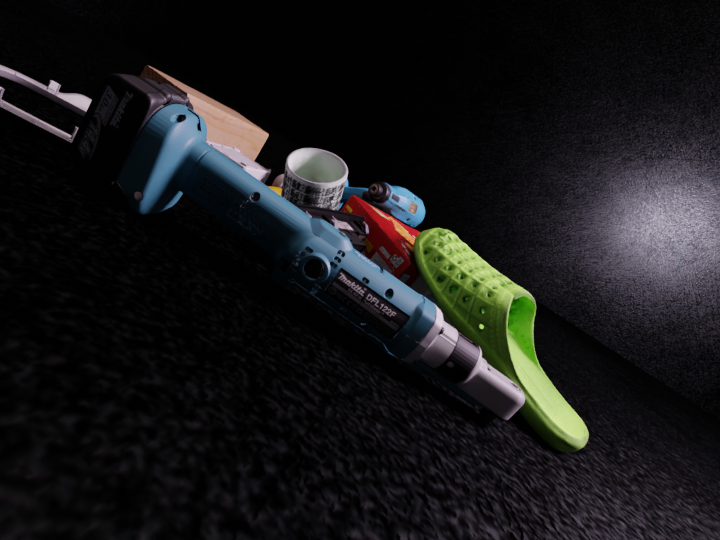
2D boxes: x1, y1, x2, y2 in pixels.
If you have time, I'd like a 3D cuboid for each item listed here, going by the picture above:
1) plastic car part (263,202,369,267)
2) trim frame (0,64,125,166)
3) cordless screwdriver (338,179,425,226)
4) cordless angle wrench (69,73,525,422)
[{"bbox_3d":[-0.047,-0.030,0.476,0.070,0.067,0.193,57,23,21],"label":"plastic car part"},{"bbox_3d":[-0.314,-0.170,0.458,0.241,0.027,0.190,26,13,-18],"label":"trim frame"},{"bbox_3d":[-0.024,-0.138,0.739,0.262,0.074,0.151,19,2,33],"label":"cordless screwdriver"},{"bbox_3d":[-0.038,-0.008,0.359,0.423,0.098,0.074,35,16,0],"label":"cordless angle wrench"}]
